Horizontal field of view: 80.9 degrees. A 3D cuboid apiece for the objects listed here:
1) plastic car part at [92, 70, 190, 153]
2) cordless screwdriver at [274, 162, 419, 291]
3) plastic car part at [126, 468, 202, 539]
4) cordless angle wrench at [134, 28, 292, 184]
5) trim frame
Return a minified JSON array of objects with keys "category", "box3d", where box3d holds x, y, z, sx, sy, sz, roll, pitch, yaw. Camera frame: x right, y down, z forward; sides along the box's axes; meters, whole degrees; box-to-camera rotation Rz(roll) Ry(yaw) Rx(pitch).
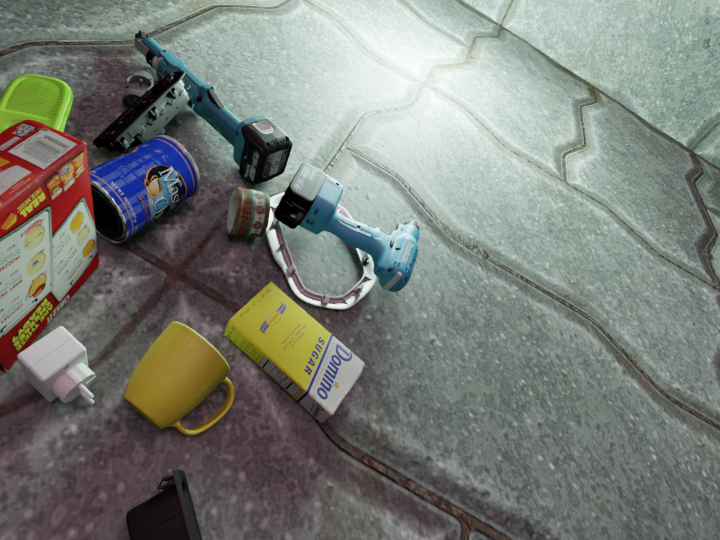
[{"category":"plastic car part","box3d":[-0.350,-0.263,0.711,0.063,0.069,0.204,50,53,-42]},{"category":"cordless screwdriver","box3d":[-0.010,-0.087,0.715,0.247,0.074,0.160,33,46,-4]},{"category":"plastic car part","box3d":[-0.184,0.260,0.395,0.069,0.065,0.121,-16,65,-19]},{"category":"cordless angle wrench","box3d":[-0.301,-0.326,0.796,0.437,0.097,0.072,43,47,17]},{"category":"trim frame","box3d":[-0.070,-0.046,0.714,0.177,0.027,0.258,-5,58,-28]}]
